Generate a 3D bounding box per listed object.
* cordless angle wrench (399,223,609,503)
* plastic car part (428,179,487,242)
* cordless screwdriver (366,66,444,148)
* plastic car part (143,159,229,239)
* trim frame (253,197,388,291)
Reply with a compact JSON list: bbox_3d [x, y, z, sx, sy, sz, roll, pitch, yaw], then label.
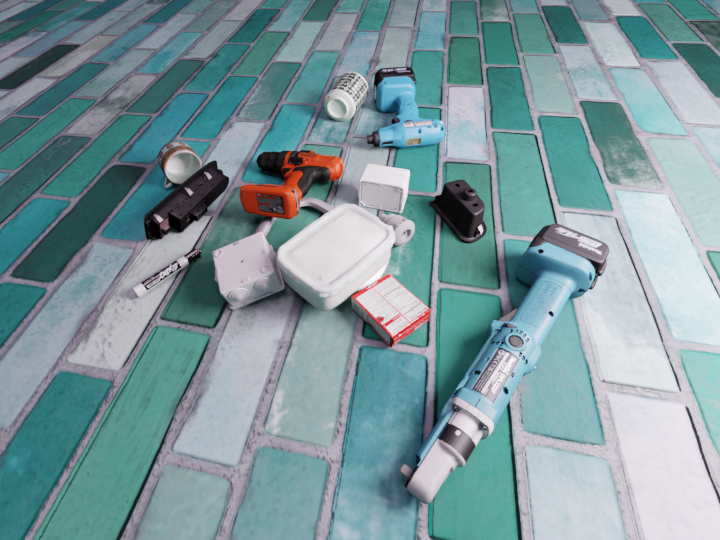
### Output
[{"bbox_3d":[0.186,0.099,0.529,0.103,0.071,0.418,29,58,26],"label":"cordless angle wrench"},{"bbox_3d":[0.175,-0.112,0.717,0.065,0.068,0.122,-16,46,-12],"label":"plastic car part"},{"bbox_3d":[0.074,-0.362,0.951,0.158,0.072,0.259,-9,52,-4],"label":"cordless screwdriver"},{"bbox_3d":[-0.307,-0.131,0.777,0.068,0.065,0.204,21,52,7],"label":"plastic car part"},{"bbox_3d":[-0.069,-0.045,0.705,0.181,0.026,0.262,-39,54,-26],"label":"trim frame"}]
